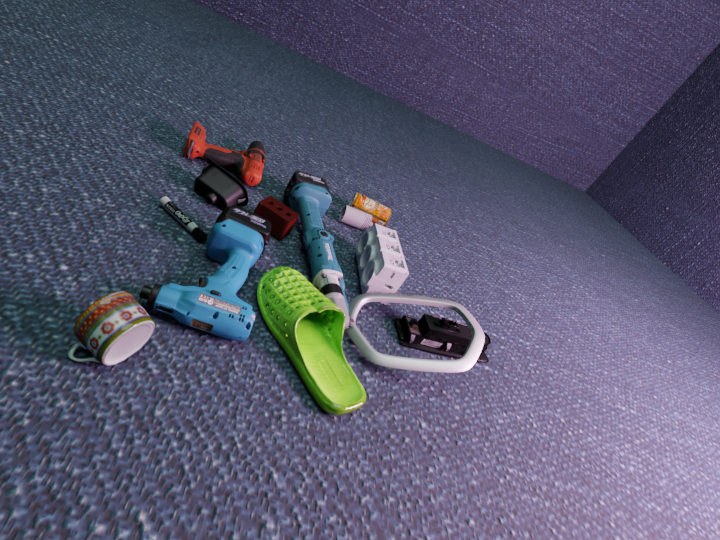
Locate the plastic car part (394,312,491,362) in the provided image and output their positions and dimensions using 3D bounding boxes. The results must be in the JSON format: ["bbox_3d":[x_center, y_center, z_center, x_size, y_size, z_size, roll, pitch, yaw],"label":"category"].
[{"bbox_3d":[0.167,0.123,0.808,0.196,0.067,0.069,20,26,-20],"label":"plastic car part"}]

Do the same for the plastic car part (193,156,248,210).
[{"bbox_3d":[-0.293,-0.164,0.865,0.118,0.066,0.070,38,47,7],"label":"plastic car part"}]

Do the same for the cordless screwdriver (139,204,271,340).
[{"bbox_3d":[-0.232,-0.010,0.673,0.155,0.074,0.256,19,37,-15],"label":"cordless screwdriver"}]

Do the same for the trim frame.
[{"bbox_3d":[0.093,0.101,0.743,0.249,0.027,0.189,2,40,-1],"label":"trim frame"}]

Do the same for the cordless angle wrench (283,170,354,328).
[{"bbox_3d":[-0.084,-0.055,0.858,0.094,0.074,0.442,12,38,-27],"label":"cordless angle wrench"}]
